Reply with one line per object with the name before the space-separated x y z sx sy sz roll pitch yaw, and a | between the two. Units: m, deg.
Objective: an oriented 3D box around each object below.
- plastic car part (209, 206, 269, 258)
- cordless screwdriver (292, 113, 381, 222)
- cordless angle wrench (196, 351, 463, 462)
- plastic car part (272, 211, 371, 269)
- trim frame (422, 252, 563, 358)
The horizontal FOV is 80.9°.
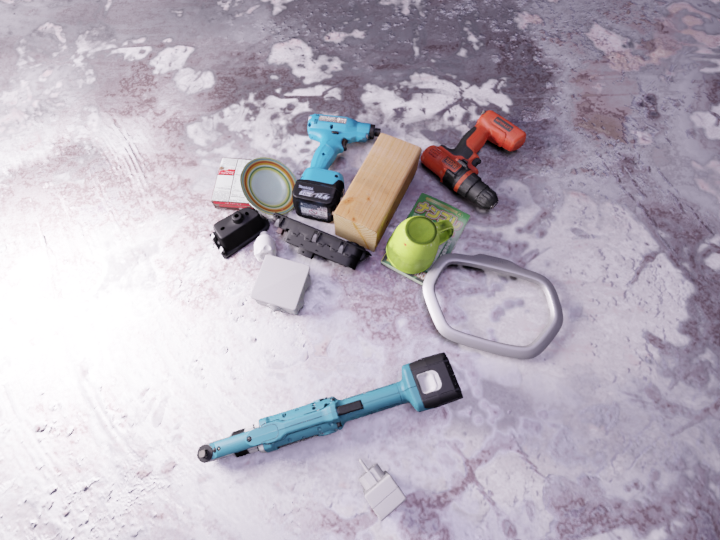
plastic car part | -0.243 -0.088 0.835 0.116 0.069 0.068 -35 72 -9
cordless screwdriver | -0.049 -0.222 0.881 0.161 0.072 0.253 7 63 6
cordless angle wrench | -0.056 0.233 0.678 0.423 0.095 0.077 -18 69 0
plastic car part | -0.080 -0.052 0.813 0.207 0.064 0.067 19 79 11
trim frame | 0.235 0.056 0.757 0.252 0.027 0.186 12 69 7
